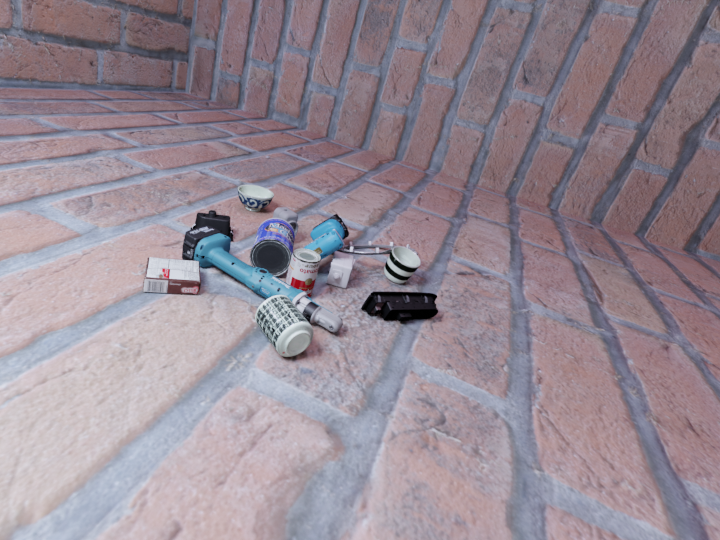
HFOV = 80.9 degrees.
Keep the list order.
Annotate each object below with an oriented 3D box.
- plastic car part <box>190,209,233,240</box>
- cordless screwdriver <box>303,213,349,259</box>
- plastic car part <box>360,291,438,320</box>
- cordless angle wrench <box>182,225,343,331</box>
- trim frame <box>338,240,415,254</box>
[{"bbox_3d":[-0.403,-0.129,1.160,0.113,0.070,0.069,9,24,-19],"label":"plastic car part"},{"bbox_3d":[-0.114,-0.074,1.163,0.073,0.161,0.250,57,12,-12],"label":"cordless screwdriver"},{"bbox_3d":[0.107,0.086,1.001,0.195,0.065,0.071,-1,39,-30],"label":"plastic car part"},{"bbox_3d":[-0.224,0.023,0.950,0.440,0.073,0.095,28,28,21],"label":"cordless angle wrench"},{"bbox_3d":[0.046,-0.068,1.261,0.238,0.027,0.194,-2,12,-33],"label":"trim frame"}]
